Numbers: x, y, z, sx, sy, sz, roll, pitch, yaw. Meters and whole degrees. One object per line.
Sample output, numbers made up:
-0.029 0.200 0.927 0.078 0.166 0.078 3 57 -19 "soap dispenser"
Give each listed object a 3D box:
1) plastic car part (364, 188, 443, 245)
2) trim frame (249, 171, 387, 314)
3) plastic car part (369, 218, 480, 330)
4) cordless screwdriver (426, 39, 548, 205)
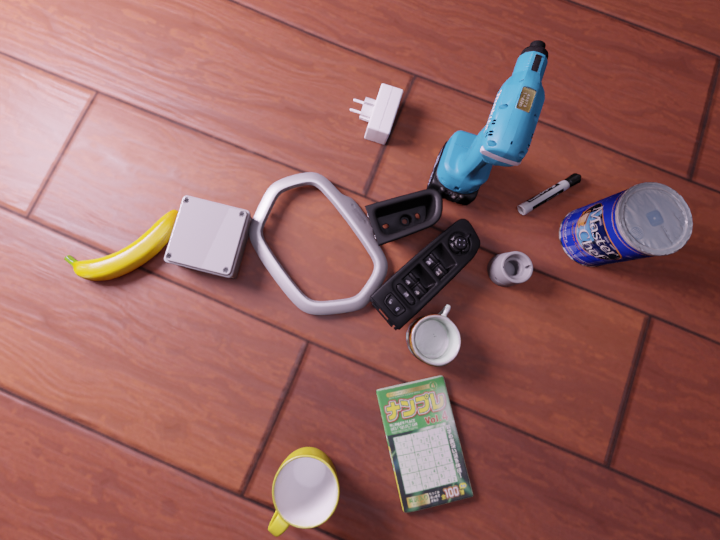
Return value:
0.069 -0.083 0.671 0.116 0.070 0.067 -18 84 -5 "plastic car part"
-0.067 -0.044 0.684 0.183 0.027 0.252 -37 83 -7 "trim frame"
0.103 0.003 0.659 0.202 0.067 0.067 -42 87 -7 "plastic car part"
0.178 -0.193 0.602 0.074 0.248 0.160 21 82 -3 "cordless screwdriver"
